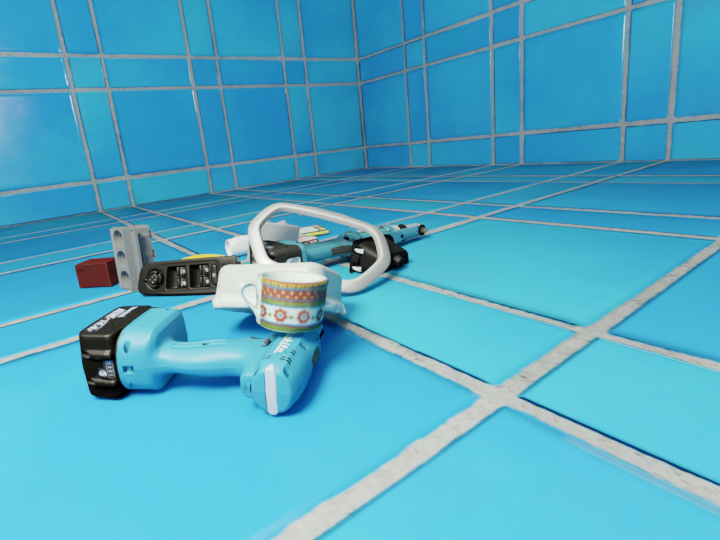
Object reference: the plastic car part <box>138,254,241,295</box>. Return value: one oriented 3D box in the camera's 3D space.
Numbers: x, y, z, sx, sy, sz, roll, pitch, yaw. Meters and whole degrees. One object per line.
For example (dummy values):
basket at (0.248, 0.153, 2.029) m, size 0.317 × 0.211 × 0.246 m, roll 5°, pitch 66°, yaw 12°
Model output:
plastic car part at (-0.311, 0.009, 0.780) m, size 0.205 × 0.066 × 0.067 m, roll -4°, pitch 6°, yaw 7°

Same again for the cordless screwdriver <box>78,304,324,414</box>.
cordless screwdriver at (-0.167, 0.083, 0.477) m, size 0.254 × 0.073 × 0.159 m, roll 1°, pitch 17°, yaw 12°

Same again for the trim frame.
trim frame at (-0.071, -0.046, 0.722) m, size 0.250 × 0.027 × 0.187 m, roll 12°, pitch 50°, yaw 3°

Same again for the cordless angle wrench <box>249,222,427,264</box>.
cordless angle wrench at (-0.020, -0.052, 0.865) m, size 0.407 × 0.073 × 0.103 m, roll -16°, pitch 19°, yaw -35°

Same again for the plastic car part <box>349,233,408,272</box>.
plastic car part at (0.045, -0.025, 0.781) m, size 0.112 × 0.064 × 0.075 m, roll -14°, pitch 32°, yaw -35°
